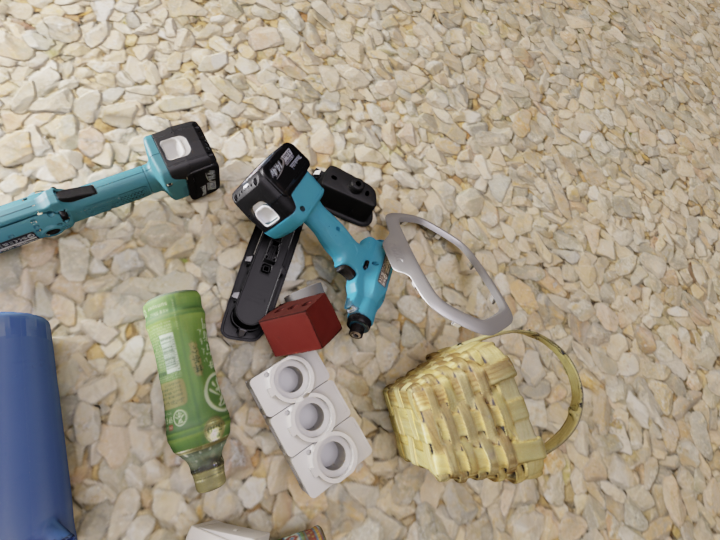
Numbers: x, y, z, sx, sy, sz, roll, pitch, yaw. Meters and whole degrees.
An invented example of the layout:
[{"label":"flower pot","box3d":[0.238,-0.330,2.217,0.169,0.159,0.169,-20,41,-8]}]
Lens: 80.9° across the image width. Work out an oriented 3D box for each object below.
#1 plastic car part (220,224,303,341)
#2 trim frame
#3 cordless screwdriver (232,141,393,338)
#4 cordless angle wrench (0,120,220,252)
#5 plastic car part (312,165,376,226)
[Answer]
[{"label":"plastic car part","box3d":[-0.128,-0.001,0.577,0.064,0.068,0.205,24,68,-19]},{"label":"trim frame","box3d":[0.118,-0.005,0.604,0.176,0.027,0.259,14,37,-26]},{"label":"cordless screwdriver","box3d":[-0.054,-0.035,0.554,0.239,0.076,0.161,42,44,-22]},{"label":"cordless angle wrench","box3d":[-0.384,-0.071,0.518,0.415,0.098,0.075,-27,83,-19]},{"label":"plastic car part","box3d":[-0.022,-0.120,0.645,0.116,0.071,0.066,24,68,-5]}]
